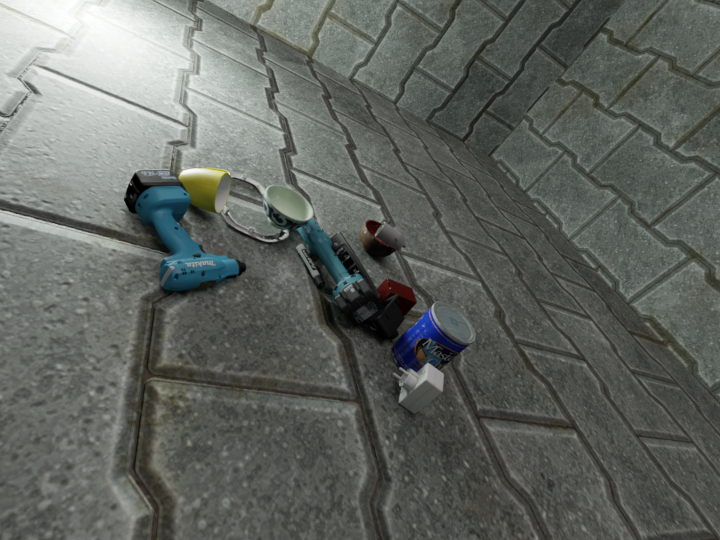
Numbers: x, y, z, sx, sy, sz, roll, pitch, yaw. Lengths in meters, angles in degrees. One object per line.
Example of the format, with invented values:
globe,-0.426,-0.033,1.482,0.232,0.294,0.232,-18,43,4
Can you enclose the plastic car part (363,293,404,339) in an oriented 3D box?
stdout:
plastic car part,0.058,0.111,0.915,0.071,0.067,0.115,52,34,-4

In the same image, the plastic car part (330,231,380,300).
plastic car part,-0.017,0.008,0.983,0.213,0.067,0.063,58,10,34

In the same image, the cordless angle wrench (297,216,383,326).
cordless angle wrench,-0.095,-0.062,0.976,0.445,0.074,0.093,54,-1,36

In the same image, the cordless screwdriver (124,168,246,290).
cordless screwdriver,-0.322,-0.075,0.778,0.152,0.075,0.258,-7,55,-50

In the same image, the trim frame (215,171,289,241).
trim frame,-0.260,-0.157,0.997,0.175,0.027,0.261,3,42,-44
